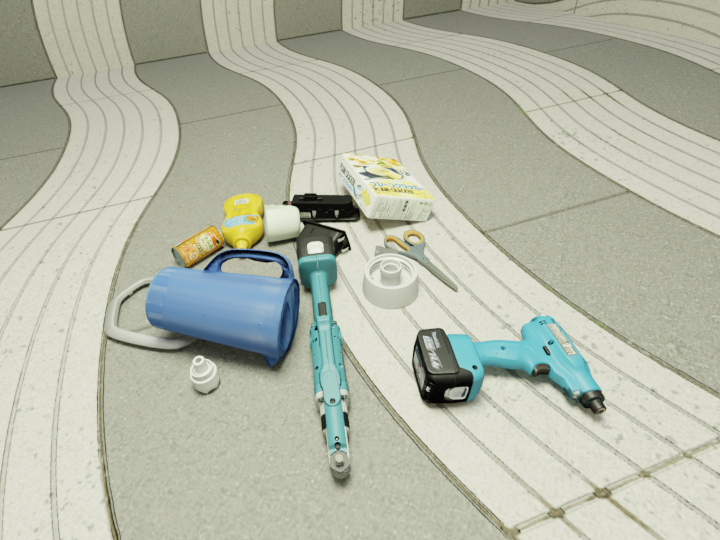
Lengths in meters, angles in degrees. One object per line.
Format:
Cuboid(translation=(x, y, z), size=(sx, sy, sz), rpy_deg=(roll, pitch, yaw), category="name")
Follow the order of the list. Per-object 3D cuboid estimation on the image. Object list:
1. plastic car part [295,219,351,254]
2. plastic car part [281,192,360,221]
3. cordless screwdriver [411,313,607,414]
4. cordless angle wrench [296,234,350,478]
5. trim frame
Cuboid(translation=(-0.089, -0.058, 0.913), size=(0.122, 0.063, 0.071), rpy_deg=(16, 59, 28), category="plastic car part")
Cuboid(translation=(-0.101, -0.156, 1.022), size=(0.206, 0.065, 0.067), rpy_deg=(5, 34, 8), category="plastic car part")
Cuboid(translation=(0.212, 0.149, 0.625), size=(0.246, 0.072, 0.166), rpy_deg=(-7, 41, -7), category="cordless screwdriver")
Cuboid(translation=(-0.057, 0.112, 0.695), size=(0.074, 0.094, 0.440), rpy_deg=(-7, 45, -5), category="cordless angle wrench")
Cuboid(translation=(-0.374, 0.072, 0.818), size=(0.255, 0.026, 0.186), rpy_deg=(4, 43, 14), category="trim frame")
